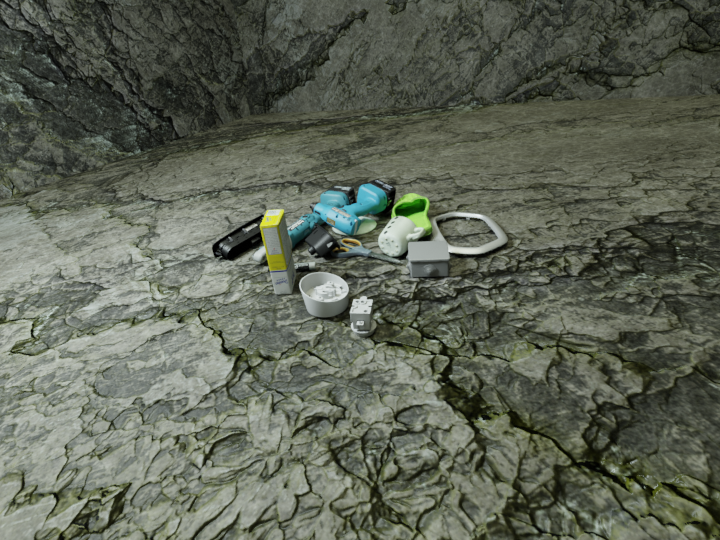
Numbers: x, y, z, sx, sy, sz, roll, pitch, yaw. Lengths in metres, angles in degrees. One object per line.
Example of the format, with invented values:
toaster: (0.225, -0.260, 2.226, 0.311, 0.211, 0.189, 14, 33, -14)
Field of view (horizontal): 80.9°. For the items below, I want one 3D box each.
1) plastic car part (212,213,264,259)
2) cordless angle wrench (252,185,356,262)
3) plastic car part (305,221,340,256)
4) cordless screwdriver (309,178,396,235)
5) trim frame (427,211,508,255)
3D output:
plastic car part: (-0.332, -0.086, 1.204, 0.070, 0.065, 0.198, 37, 46, 19)
cordless angle wrench: (-0.157, -0.134, 1.228, 0.103, 0.072, 0.416, 12, 37, 31)
plastic car part: (-0.108, -0.071, 1.104, 0.071, 0.063, 0.122, -39, 28, -4)
cordless screwdriver: (-0.018, -0.194, 1.228, 0.167, 0.072, 0.243, 29, 44, 26)
trim frame: (0.267, -0.099, 1.093, 0.185, 0.027, 0.256, -7, 31, 1)
